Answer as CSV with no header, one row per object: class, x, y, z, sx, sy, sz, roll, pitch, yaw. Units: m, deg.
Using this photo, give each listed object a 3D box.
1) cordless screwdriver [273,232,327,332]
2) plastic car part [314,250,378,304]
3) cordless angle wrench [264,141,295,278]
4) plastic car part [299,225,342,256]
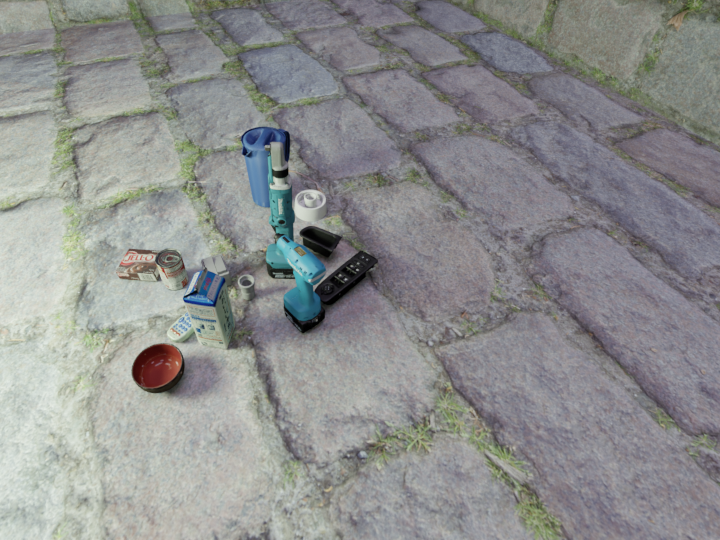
cordless screwdriver,-0.153,0.029,1.026,0.073,0.242,0.167,-31,58,-29
plastic car part,-0.044,0.026,1.150,0.069,0.065,0.199,37,57,26
cordless angle wrench,-0.198,-0.139,1.062,0.098,0.411,0.077,3,48,-4
plastic car part,-0.121,-0.079,1.241,0.120,0.069,0.066,22,50,16
